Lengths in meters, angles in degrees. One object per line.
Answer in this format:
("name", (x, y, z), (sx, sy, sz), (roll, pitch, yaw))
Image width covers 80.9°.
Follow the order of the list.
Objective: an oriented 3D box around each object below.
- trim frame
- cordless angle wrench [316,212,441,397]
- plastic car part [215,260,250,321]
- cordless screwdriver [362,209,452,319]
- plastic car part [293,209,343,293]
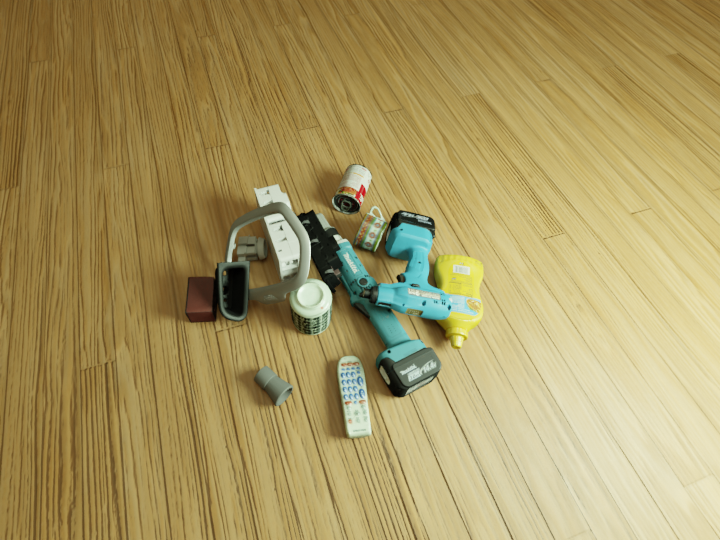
("trim frame", (-0.183, -0.028, 0.803), (0.258, 0.026, 0.186), (-15, 81, 37))
("cordless angle wrench", (0.003, 0.038, 0.849), (0.096, 0.072, 0.442), (-23, 60, -16))
("plastic car part", (-0.257, 0.035, 0.823), (0.063, 0.115, 0.075), (-3, 11, -36))
("cordless screwdriver", (0.083, -0.017, 0.841), (0.158, 0.073, 0.256), (9, 44, -6))
("plastic car part", (-0.084, -0.055, 0.861), (0.067, 0.063, 0.213), (-37, 56, 6))
